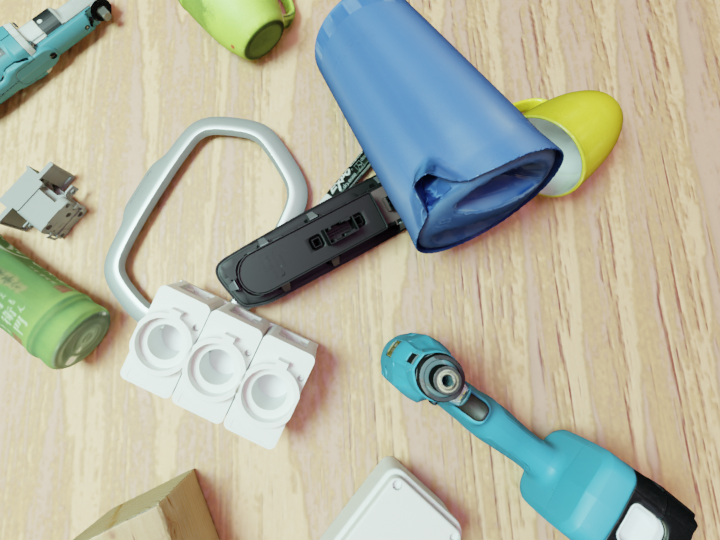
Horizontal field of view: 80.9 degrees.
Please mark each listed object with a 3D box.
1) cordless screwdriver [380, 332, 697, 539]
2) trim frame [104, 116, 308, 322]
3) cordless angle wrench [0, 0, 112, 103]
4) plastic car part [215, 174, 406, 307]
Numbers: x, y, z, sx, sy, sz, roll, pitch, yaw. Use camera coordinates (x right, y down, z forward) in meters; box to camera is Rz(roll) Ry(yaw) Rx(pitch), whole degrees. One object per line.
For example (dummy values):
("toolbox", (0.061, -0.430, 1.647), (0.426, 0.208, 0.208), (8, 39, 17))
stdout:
("cordless screwdriver", (0.129, 0.138, 0.331), (0.252, 0.157, 0.074), (36, 82, 5))
("trim frame", (-0.164, -0.053, 0.450), (0.186, 0.027, 0.249), (26, 83, 6))
("cordless angle wrench", (-0.455, -0.181, 0.469), (0.421, 0.073, 0.100), (-44, 82, -9))
("plastic car part", (-0.040, -0.026, 0.408), (0.201, 0.069, 0.065), (-29, 101, -8))
